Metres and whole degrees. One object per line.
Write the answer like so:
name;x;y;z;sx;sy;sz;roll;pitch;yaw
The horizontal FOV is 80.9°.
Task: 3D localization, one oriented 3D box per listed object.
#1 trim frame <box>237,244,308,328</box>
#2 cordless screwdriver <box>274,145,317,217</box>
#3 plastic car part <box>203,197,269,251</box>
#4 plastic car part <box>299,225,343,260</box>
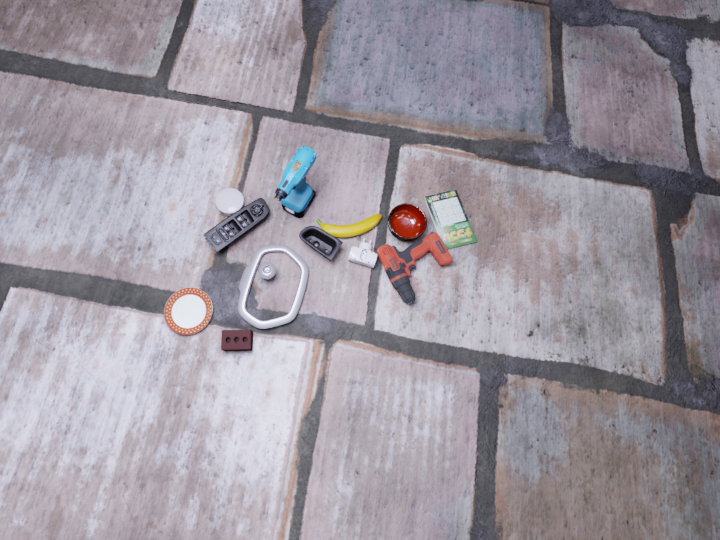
trim frame;-0.247;0.042;1.185;0.185;0.027;0.251;13;71;1
cordless screwdriver;-0.182;-0.216;1.159;0.075;0.246;0.159;29;73;1
plastic car part;-0.347;-0.129;1.216;0.201;0.066;0.068;-40;81;-15
plastic car part;-0.118;-0.077;1.209;0.118;0.070;0.066;32;73;6
